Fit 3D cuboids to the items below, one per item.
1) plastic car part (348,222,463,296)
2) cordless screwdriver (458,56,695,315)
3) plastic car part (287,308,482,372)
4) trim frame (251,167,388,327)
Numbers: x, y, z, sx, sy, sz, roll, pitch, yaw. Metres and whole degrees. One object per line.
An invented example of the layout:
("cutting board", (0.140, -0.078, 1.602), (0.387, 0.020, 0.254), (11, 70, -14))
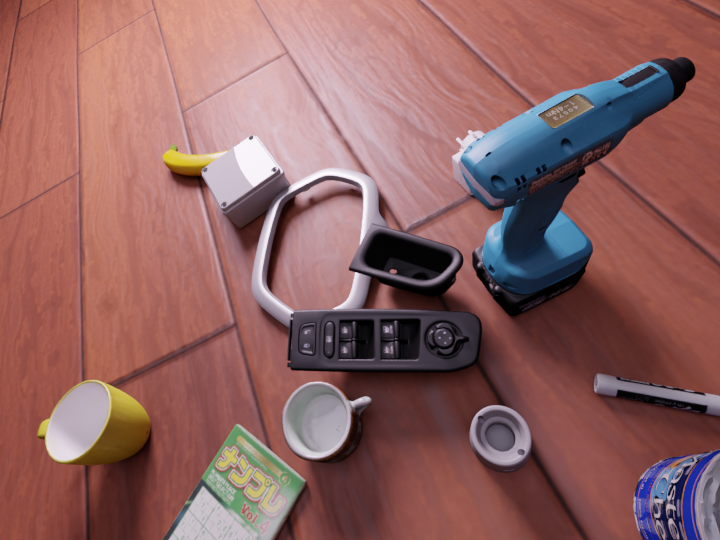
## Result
("plastic car part", (0.058, 0.000, 0.488), (0.122, 0.067, 0.066), (18, 70, 27))
("cordless screwdriver", (0.175, -0.057, 0.373), (0.160, 0.237, 0.078), (-28, 58, 2))
("plastic car part", (0.025, 0.081, 0.458), (0.209, 0.064, 0.068), (-4, 62, 18))
("trim frame", (-0.056, -0.037, 0.575), (0.190, 0.026, 0.253), (-2, 62, 20))
